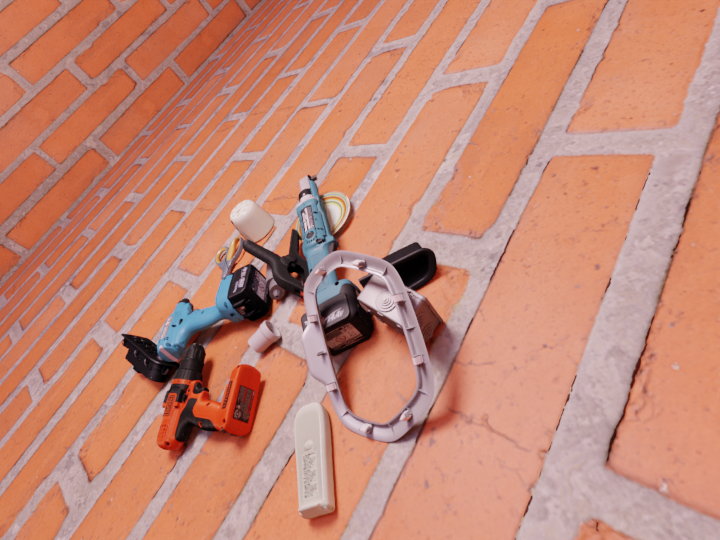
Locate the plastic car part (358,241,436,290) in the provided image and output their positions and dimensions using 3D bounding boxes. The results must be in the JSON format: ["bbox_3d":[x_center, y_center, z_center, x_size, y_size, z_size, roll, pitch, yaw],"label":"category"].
[{"bbox_3d":[0.058,-0.003,0.660,0.117,0.063,0.073,-31,26,8],"label":"plastic car part"}]

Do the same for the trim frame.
[{"bbox_3d":[-0.003,0.094,0.547,0.190,0.026,0.252,-25,77,37],"label":"trim frame"}]

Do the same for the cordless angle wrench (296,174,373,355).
[{"bbox_3d":[-0.076,-0.050,0.778,0.099,0.070,0.441,-31,44,13],"label":"cordless angle wrench"}]

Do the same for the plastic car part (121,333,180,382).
[{"bbox_3d":[-0.455,0.188,0.899,0.214,0.062,0.067,8,69,43],"label":"plastic car part"}]

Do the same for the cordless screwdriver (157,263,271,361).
[{"bbox_3d":[-0.298,0.071,0.860,0.252,0.071,0.165,-29,35,15],"label":"cordless screwdriver"}]
